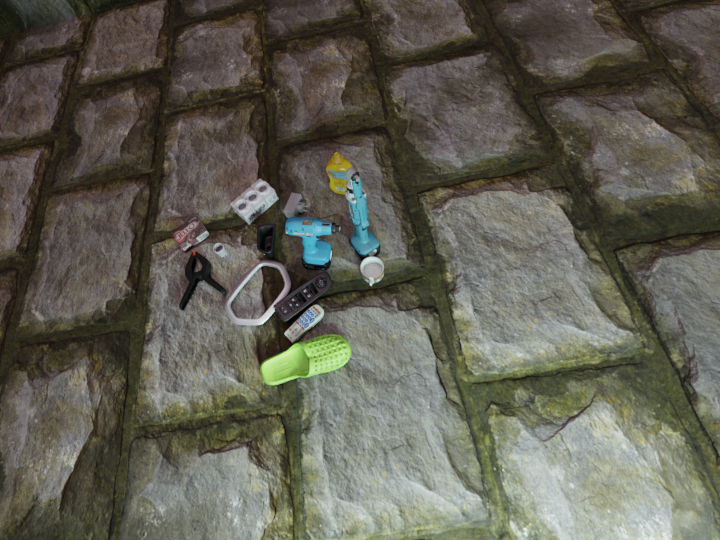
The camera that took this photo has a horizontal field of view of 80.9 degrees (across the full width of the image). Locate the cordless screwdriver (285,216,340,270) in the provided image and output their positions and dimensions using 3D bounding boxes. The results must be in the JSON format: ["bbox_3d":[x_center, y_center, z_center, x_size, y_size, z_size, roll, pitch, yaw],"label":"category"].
[{"bbox_3d":[-0.128,-0.084,1.310,0.162,0.239,0.076,5,64,10],"label":"cordless screwdriver"}]

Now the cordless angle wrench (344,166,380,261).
[{"bbox_3d":[-0.003,-0.161,1.230,0.074,0.407,0.102,-32,65,-9],"label":"cordless angle wrench"}]

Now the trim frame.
[{"bbox_3d":[-0.338,0.072,1.390,0.192,0.026,0.248,28,71,23],"label":"trim frame"}]

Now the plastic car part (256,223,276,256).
[{"bbox_3d":[-0.317,-0.094,1.450,0.067,0.068,0.120,-6,62,5],"label":"plastic car part"}]

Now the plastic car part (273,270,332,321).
[{"bbox_3d":[-0.172,0.084,1.330,0.201,0.064,0.069,-38,64,-10],"label":"plastic car part"}]
